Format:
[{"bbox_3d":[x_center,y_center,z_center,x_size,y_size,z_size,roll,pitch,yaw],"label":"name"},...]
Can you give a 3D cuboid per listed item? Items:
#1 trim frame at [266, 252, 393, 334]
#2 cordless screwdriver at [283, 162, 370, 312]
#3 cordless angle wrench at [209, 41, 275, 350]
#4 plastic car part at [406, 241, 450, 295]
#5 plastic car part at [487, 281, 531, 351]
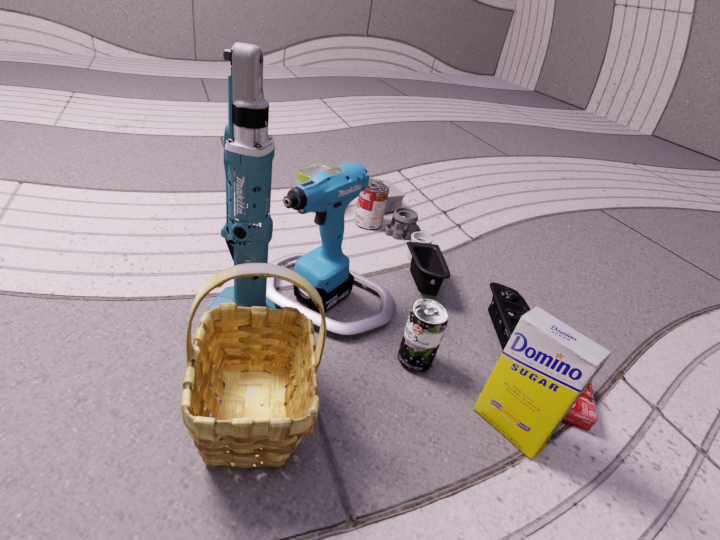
[{"bbox_3d":[-0.060,0.035,0.759,0.258,0.027,0.182,21,37,19],"label":"trim frame"},{"bbox_3d":[-0.067,-0.044,0.681,0.078,0.243,0.155,32,40,28],"label":"cordless screwdriver"},{"bbox_3d":[-0.145,-0.060,0.542,0.100,0.413,0.075,16,34,7],"label":"cordless angle wrench"},{"bbox_3d":[0.123,0.003,0.800,0.065,0.069,0.120,4,35,-7],"label":"plastic car part"},{"bbox_3d":[0.255,0.095,0.697,0.066,0.065,0.207,8,35,-2],"label":"plastic car part"}]
